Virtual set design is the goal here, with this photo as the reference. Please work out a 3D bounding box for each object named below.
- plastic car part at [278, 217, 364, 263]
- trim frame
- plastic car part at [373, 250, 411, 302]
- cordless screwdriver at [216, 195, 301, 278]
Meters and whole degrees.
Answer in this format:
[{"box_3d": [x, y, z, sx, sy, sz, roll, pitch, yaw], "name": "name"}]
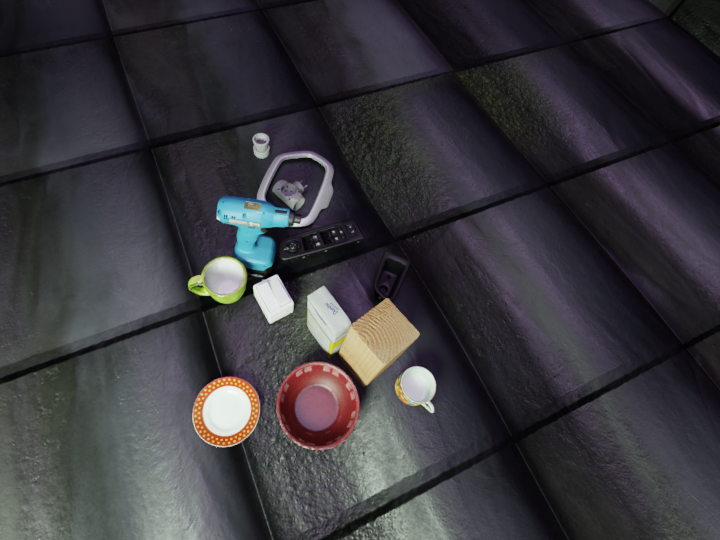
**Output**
[{"box_3d": [-0.098, -0.064, 1.006, 0.199, 0.066, 0.069, -15, 66, -13], "name": "plastic car part"}, {"box_3d": [-0.164, -0.218, 1.106, 0.186, 0.027, 0.251, 16, 61, 4], "name": "trim frame"}, {"box_3d": [0.061, 0.027, 0.967, 0.067, 0.070, 0.117, 23, 62, 4], "name": "plastic car part"}, {"box_3d": [-0.208, -0.066, 0.895, 0.158, 0.245, 0.076, 9, 63, -4], "name": "cordless screwdriver"}]
